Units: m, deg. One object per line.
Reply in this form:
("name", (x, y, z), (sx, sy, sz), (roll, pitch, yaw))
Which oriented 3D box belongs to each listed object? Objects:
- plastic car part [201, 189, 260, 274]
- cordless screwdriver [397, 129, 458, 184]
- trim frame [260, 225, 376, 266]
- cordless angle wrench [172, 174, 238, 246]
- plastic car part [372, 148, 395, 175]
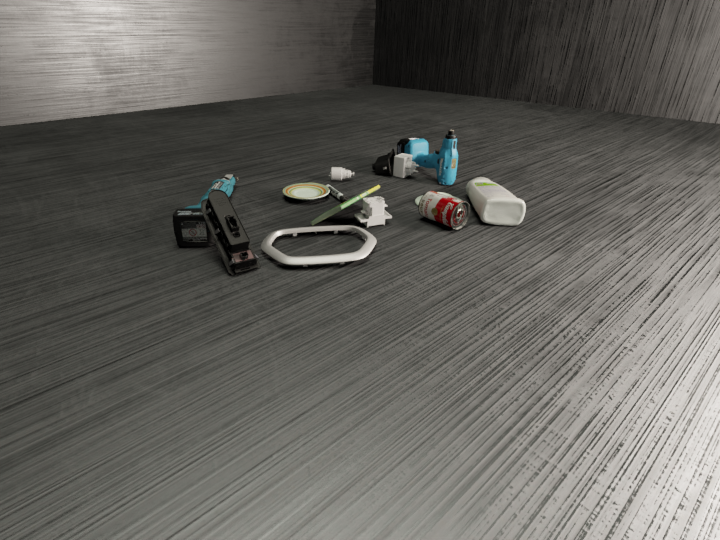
("plastic car part", (-0.269, -0.089, 0.852), (0.064, 0.066, 0.212), (-20, 58, -25))
("cordless screwdriver", (0.213, -0.377, 1.332), (0.072, 0.155, 0.262), (-12, 29, -25))
("trim frame", (-0.089, -0.058, 0.908), (0.246, 0.027, 0.191), (-7, 31, -7))
("cordless angle wrench", (-0.377, -0.182, 1.093), (0.097, 0.072, 0.435), (-2, 27, -5))
("plastic car part", (0.076, -0.349, 1.392), (0.073, 0.064, 0.116), (-5, 29, 23))
